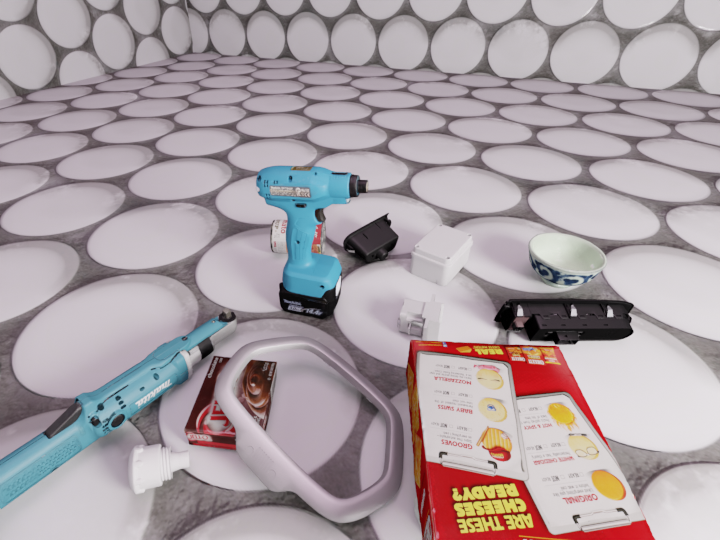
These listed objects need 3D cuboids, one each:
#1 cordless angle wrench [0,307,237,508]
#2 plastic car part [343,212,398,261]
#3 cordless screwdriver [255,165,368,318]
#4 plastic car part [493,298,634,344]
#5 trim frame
[{"bbox_3d":[-0.310,0.167,0.511,0.078,0.095,0.414,22,37,26],"label":"cordless angle wrench"},{"bbox_3d":[0.029,-0.052,0.829,0.114,0.064,0.074,-32,61,-33],"label":"plastic car part"},{"bbox_3d":[-0.064,-0.042,0.650,0.164,0.241,0.075,6,34,15],"label":"cordless screwdriver"},{"bbox_3d":[0.318,0.077,0.637,0.202,0.064,0.069,-3,45,-4],"label":"plastic car part"},{"bbox_3d":[-0.059,0.171,0.504,0.259,0.027,0.179,36,41,21],"label":"trim frame"}]
